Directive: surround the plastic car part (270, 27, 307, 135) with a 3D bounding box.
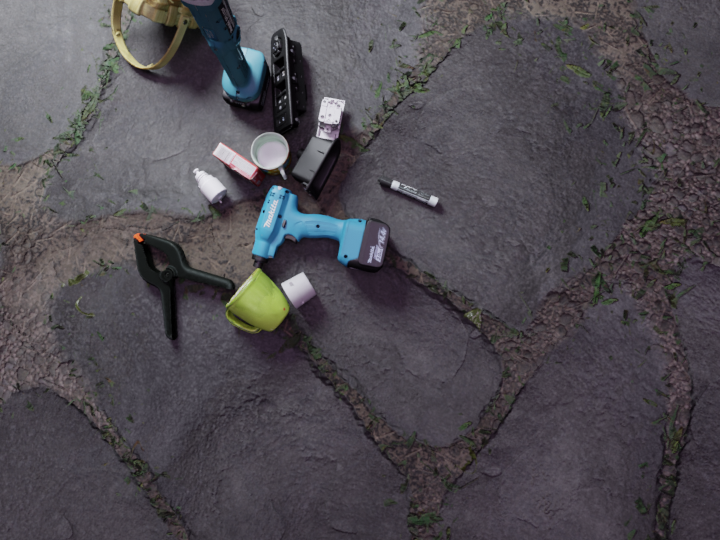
[{"bbox_3d":[-0.136,-0.365,0.815,0.064,0.069,0.203,-7,88,-30],"label":"plastic car part"}]

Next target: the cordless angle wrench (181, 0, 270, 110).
[{"bbox_3d":[-0.210,-0.362,0.638,0.074,0.422,0.098,13,89,-3],"label":"cordless angle wrench"}]

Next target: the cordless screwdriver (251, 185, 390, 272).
[{"bbox_3d":[-0.077,-0.051,0.792,0.252,0.073,0.159,17,88,7],"label":"cordless screwdriver"}]

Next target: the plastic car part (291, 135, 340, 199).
[{"bbox_3d":[-0.092,-0.206,0.811,0.073,0.064,0.116,23,84,15],"label":"plastic car part"}]
